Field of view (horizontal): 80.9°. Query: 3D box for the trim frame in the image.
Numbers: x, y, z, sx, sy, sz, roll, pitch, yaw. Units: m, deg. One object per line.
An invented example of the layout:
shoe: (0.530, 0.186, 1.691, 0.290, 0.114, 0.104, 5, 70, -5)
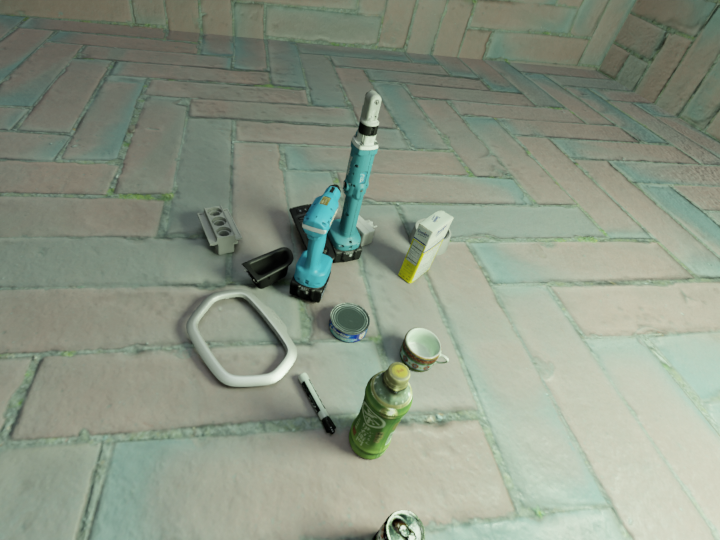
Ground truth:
trim frame: (-0.238, 0.130, 0.852, 0.179, 0.027, 0.261, -27, 54, -33)

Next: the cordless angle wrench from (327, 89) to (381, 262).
cordless angle wrench: (-0.012, -0.195, 0.959, 0.072, 0.414, 0.103, -8, 47, -23)

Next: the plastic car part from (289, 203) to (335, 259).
plastic car part: (-0.125, -0.083, 1.075, 0.064, 0.065, 0.213, -9, 46, -22)

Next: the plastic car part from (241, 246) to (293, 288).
plastic car part: (-0.204, 0.002, 0.965, 0.113, 0.069, 0.069, -26, 54, -34)

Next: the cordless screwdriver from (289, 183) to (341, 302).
cordless screwdriver: (-0.090, -0.059, 0.923, 0.075, 0.243, 0.161, 17, 42, 3)
